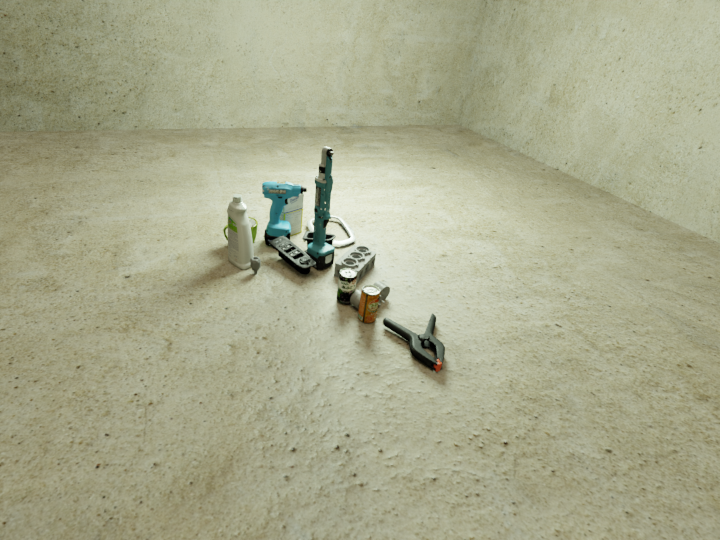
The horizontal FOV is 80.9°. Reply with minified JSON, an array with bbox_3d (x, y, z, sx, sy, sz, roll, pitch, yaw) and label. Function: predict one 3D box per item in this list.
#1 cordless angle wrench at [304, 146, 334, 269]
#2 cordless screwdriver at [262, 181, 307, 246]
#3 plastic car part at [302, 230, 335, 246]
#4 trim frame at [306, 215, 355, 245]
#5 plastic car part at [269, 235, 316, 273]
[{"bbox_3d":[-0.126,-0.203,1.405,0.072,0.413,0.104,-21,40,-39],"label":"cordless angle wrench"},{"bbox_3d":[-0.281,-0.208,1.557,0.158,0.243,0.077,2,31,-7],"label":"cordless screwdriver"},{"bbox_3d":[-0.153,-0.100,1.561,0.118,0.069,0.067,9,31,7],"label":"plastic car part"},{"bbox_3d":[-0.116,-0.164,1.708,0.179,0.027,0.261,-8,34,-19],"label":"trim frame"},{"bbox_3d":[-0.237,-0.047,1.470,0.064,0.065,0.215,-22,40,-38],"label":"plastic car part"}]
